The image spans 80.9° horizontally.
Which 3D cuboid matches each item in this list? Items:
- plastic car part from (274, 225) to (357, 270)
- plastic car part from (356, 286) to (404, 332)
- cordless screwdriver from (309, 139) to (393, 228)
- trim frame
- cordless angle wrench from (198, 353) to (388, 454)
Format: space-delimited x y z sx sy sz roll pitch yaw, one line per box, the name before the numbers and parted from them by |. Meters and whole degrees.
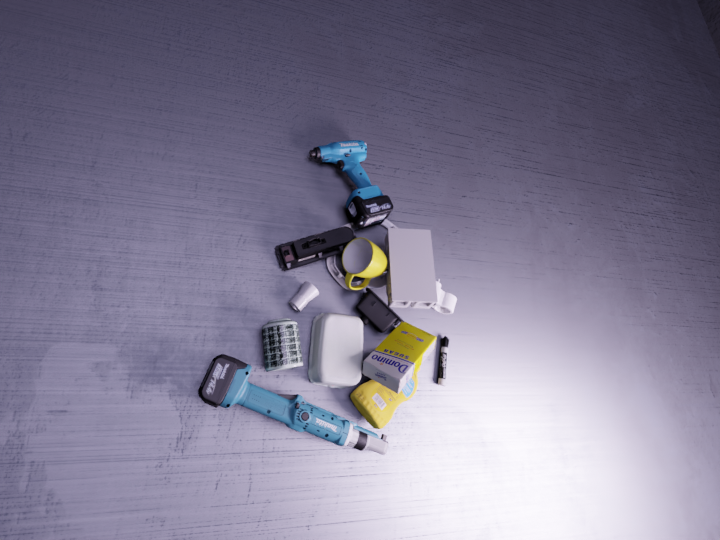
plastic car part | -0.098 -0.064 1.007 0.198 0.066 0.068 -16 69 -18
plastic car part | 0.035 0.105 1.013 0.117 0.066 0.071 41 77 1
cordless screwdriver | -0.027 -0.229 1.090 0.154 0.074 0.257 -11 67 -23
trim frame | 0.025 -0.044 1.078 0.241 0.028 0.187 -20 80 -26
cordless angle wrench | -0.125 0.299 0.879 0.414 0.075 0.099 27 65 -12
